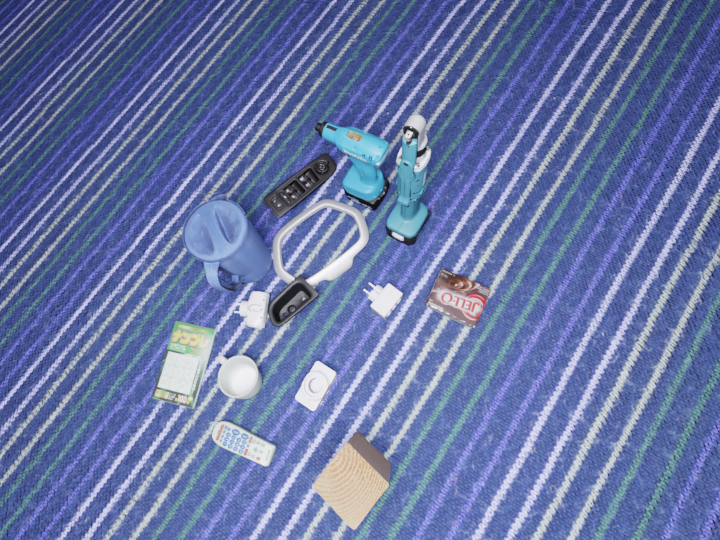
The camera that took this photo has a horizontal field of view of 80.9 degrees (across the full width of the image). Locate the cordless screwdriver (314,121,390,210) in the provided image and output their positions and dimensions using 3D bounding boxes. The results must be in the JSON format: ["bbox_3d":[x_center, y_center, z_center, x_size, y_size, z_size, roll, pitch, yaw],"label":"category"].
[{"bbox_3d":[-0.014,-0.234,0.938,0.164,0.241,0.074,29,78,13],"label":"cordless screwdriver"}]

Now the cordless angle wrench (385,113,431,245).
[{"bbox_3d":[0.096,-0.162,0.805,0.076,0.410,0.098,29,78,12],"label":"cordless angle wrench"}]

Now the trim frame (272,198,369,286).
[{"bbox_3d":[-0.099,-0.065,1.010,0.248,0.026,0.191,-37,70,-4],"label":"trim frame"}]

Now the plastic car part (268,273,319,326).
[{"bbox_3d":[-0.153,0.077,0.949,0.116,0.069,0.068,-43,73,-6],"label":"plastic car part"}]

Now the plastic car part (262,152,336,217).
[{"bbox_3d":[-0.140,-0.205,1.044,0.202,0.065,0.069,-42,73,-6],"label":"plastic car part"}]
